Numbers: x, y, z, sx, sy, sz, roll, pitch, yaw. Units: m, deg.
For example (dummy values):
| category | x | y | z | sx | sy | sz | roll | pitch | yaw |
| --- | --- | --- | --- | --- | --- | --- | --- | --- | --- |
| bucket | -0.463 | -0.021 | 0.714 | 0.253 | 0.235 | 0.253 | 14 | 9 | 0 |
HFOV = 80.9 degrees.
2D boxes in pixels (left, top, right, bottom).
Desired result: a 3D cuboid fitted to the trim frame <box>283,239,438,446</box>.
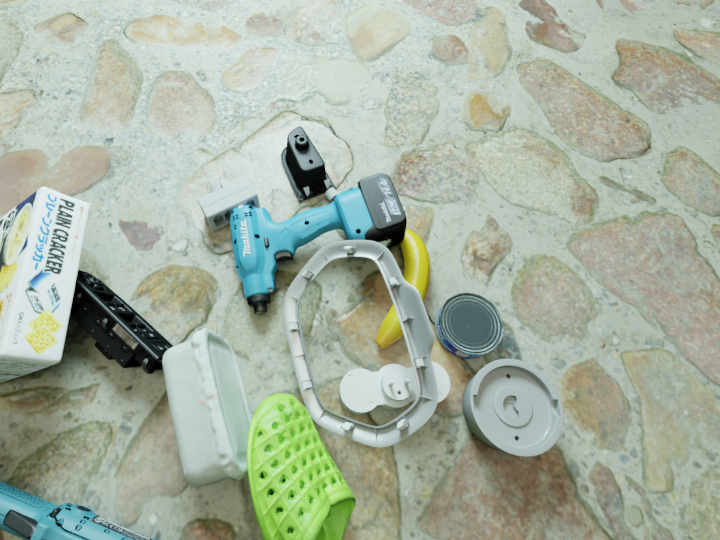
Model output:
| category | x | y | z | sx | sy | sz | roll | pitch | yaw |
| --- | --- | --- | --- | --- | --- | --- | --- | --- | --- |
| trim frame | -0.006 | 0.080 | 0.509 | 0.188 | 0.026 | 0.255 | -22 | 69 | 18 |

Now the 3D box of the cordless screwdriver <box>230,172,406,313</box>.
| category | x | y | z | sx | sy | sz | roll | pitch | yaw |
| --- | --- | --- | --- | --- | --- | --- | --- | --- | --- |
| cordless screwdriver | -0.059 | -0.039 | 0.603 | 0.250 | 0.072 | 0.163 | -14 | 71 | 3 |

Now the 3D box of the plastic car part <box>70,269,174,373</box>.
| category | x | y | z | sx | sy | sz | roll | pitch | yaw |
| --- | --- | --- | --- | --- | --- | --- | --- | --- | --- |
| plastic car part | -0.331 | 0.071 | 0.567 | 0.209 | 0.064 | 0.067 | 40 | 94 | 15 |

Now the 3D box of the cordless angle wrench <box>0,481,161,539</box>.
| category | x | y | z | sx | sy | sz | roll | pitch | yaw |
| --- | --- | --- | --- | --- | --- | --- | --- | --- | --- |
| cordless angle wrench | -0.315 | 0.285 | 0.453 | 0.426 | 0.096 | 0.075 | 20 | 66 | 3 |

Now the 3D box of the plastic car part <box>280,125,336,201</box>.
| category | x | y | z | sx | sy | sz | roll | pitch | yaw |
| --- | --- | --- | --- | --- | --- | --- | --- | --- | --- |
| plastic car part | -0.091 | -0.183 | 0.682 | 0.065 | 0.070 | 0.120 | -22 | 71 | -14 |
